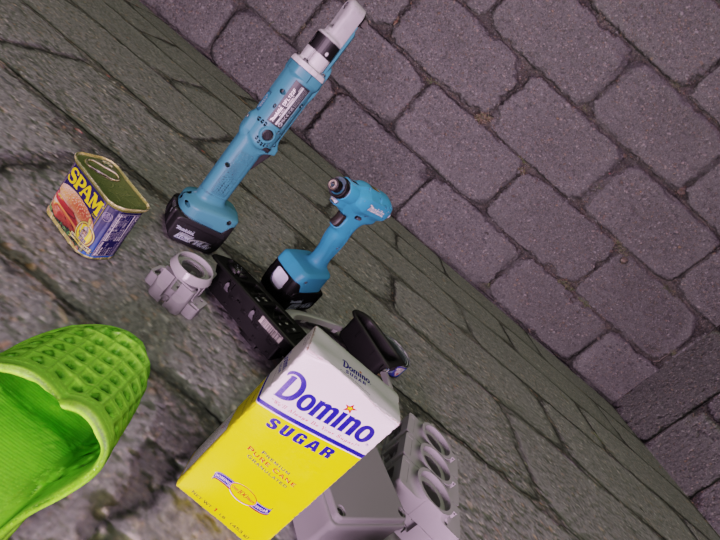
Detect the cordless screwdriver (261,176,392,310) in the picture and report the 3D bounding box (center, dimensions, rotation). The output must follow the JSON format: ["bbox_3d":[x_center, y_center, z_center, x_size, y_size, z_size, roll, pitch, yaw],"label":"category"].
[{"bbox_3d":[-0.067,-0.044,0.683,0.078,0.250,0.151,51,18,25],"label":"cordless screwdriver"}]

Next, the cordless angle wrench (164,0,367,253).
[{"bbox_3d":[-0.142,-0.207,0.622,0.092,0.425,0.078,29,22,-39],"label":"cordless angle wrench"}]

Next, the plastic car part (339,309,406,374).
[{"bbox_3d":[0.008,0.132,0.715,0.122,0.071,0.062,51,19,29],"label":"plastic car part"}]

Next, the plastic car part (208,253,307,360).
[{"bbox_3d":[-0.141,0.059,0.576,0.210,0.067,0.064,47,17,19],"label":"plastic car part"}]

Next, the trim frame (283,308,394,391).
[{"bbox_3d":[-0.038,0.141,0.667,0.235,0.028,0.194,26,22,-41],"label":"trim frame"}]
